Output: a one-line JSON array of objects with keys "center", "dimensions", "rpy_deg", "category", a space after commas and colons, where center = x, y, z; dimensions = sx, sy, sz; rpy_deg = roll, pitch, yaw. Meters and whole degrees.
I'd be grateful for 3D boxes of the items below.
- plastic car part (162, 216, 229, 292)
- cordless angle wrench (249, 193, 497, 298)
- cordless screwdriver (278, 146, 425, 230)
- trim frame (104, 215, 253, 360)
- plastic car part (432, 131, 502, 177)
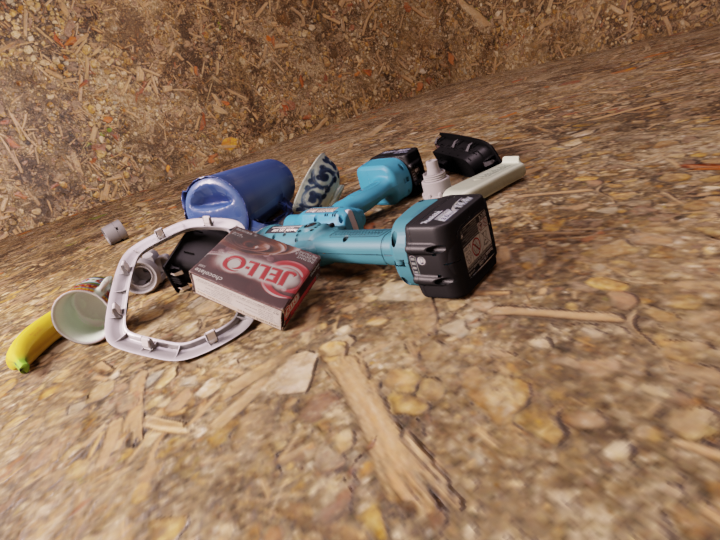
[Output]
[{"center": [-0.222, -0.024, 0.614], "dimensions": [0.072, 0.064, 0.117], "rpy_deg": [15, 55, 10], "category": "plastic car part"}, {"center": [-0.053, -0.035, 0.540], "dimensions": [0.444, 0.072, 0.096], "rpy_deg": [4, 30, 44], "category": "cordless angle wrench"}, {"center": [-0.010, -0.120, 0.693], "dimensions": [0.167, 0.072, 0.245], "rpy_deg": [5, 36, 43], "category": "cordless screwdriver"}, {"center": [-0.208, 0.005, 0.511], "dimensions": [0.182, 0.026, 0.260], "rpy_deg": [-12, 40, -9], "category": "trim frame"}, {"center": [0.180, -0.205, 0.760], "dimensions": [0.067, 0.064, 0.211], "rpy_deg": [-30, 24, -5], "category": "plastic car part"}]
